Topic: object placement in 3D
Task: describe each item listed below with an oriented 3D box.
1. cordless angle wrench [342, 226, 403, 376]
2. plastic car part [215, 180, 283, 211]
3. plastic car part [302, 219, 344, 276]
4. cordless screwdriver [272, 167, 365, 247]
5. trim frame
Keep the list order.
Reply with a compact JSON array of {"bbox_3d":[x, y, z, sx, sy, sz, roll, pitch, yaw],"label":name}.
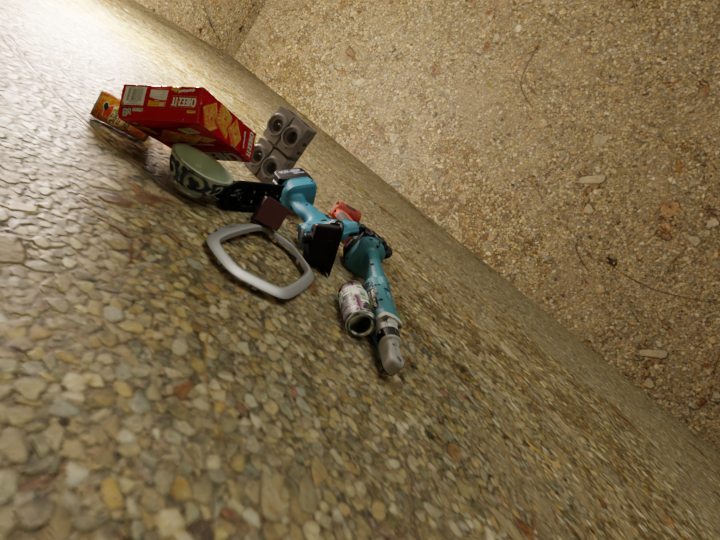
[{"bbox_3d":[0.031,0.045,0.844,0.071,0.098,0.437,34,21,-23],"label":"cordless angle wrench"},{"bbox_3d":[-0.238,-0.165,0.896,0.069,0.066,0.198,31,16,10],"label":"plastic car part"},{"bbox_3d":[-0.084,-0.055,0.855,0.069,0.115,0.069,5,31,-21],"label":"plastic car part"},{"bbox_3d":[-0.107,-0.151,1.002,0.154,0.073,0.262,-11,45,-27],"label":"cordless screwdriver"},{"bbox_3d":[-0.169,-0.024,0.737,0.186,0.027,0.245,39,19,3],"label":"trim frame"}]
